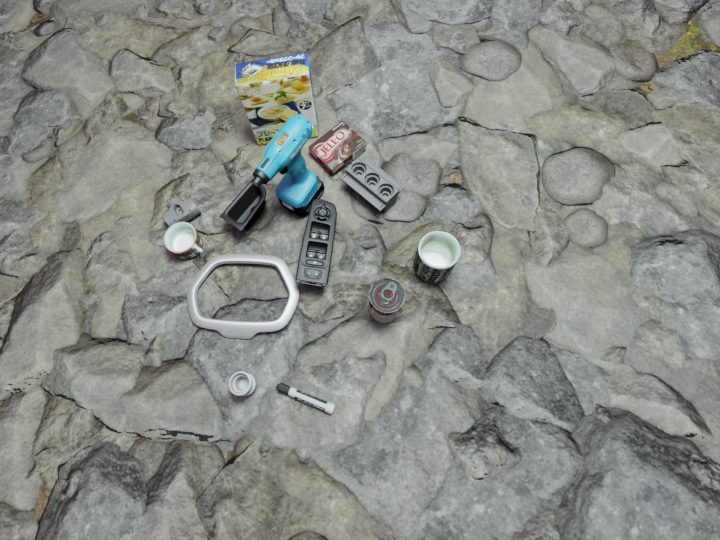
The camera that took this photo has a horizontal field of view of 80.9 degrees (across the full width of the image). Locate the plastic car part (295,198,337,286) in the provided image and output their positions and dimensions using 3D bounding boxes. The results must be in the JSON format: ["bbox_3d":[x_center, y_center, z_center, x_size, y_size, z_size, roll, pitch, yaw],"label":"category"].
[{"bbox_3d":[-0.089,-0.059,0.915,0.067,0.065,0.206,5,70,5],"label":"plastic car part"}]

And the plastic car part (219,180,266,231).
[{"bbox_3d":[-0.251,-0.139,0.960,0.068,0.069,0.116,32,75,13],"label":"plastic car part"}]

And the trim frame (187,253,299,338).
[{"bbox_3d":[-0.254,0.052,0.909,0.251,0.027,0.188,1,69,6],"label":"trim frame"}]

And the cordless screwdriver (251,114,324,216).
[{"bbox_3d":[-0.149,-0.189,0.876,0.076,0.242,0.159,31,74,10],"label":"cordless screwdriver"}]
